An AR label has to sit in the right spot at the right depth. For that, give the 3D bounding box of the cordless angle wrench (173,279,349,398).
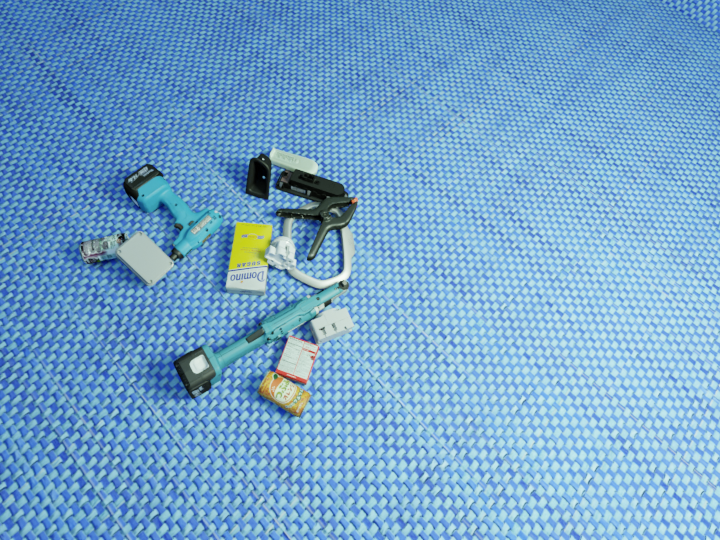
[{"bbox_3d":[-0.198,0.130,0.942,0.415,0.097,0.077,-30,73,-23],"label":"cordless angle wrench"}]

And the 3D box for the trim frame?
[{"bbox_3d":[-0.106,-0.069,1.079,0.182,0.027,0.256,-4,62,-6],"label":"trim frame"}]

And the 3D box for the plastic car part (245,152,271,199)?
[{"bbox_3d":[-0.260,-0.258,1.119,0.066,0.114,0.072,17,40,-1],"label":"plastic car part"}]

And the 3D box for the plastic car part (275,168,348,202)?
[{"bbox_3d":[-0.124,-0.230,1.141,0.204,0.066,0.067,21,56,1],"label":"plastic car part"}]

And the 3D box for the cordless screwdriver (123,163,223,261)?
[{"bbox_3d":[-0.487,-0.143,1.055,0.253,0.073,0.158,36,65,8],"label":"cordless screwdriver"}]
